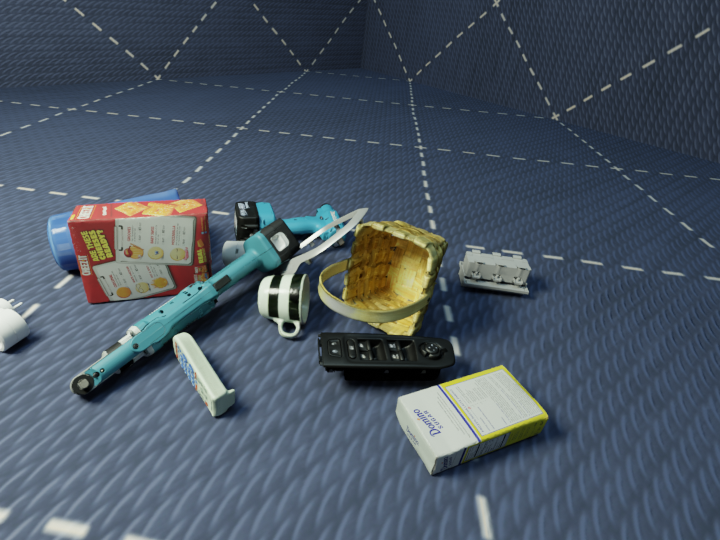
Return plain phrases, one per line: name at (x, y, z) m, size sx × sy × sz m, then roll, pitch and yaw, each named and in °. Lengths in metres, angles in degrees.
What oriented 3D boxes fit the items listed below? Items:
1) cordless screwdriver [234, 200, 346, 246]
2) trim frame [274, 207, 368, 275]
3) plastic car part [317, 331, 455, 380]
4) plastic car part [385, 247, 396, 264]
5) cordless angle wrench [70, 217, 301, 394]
cordless screwdriver at (-0.165, -0.118, 0.978) m, size 0.243 × 0.073 × 0.166 m, roll 0°, pitch 33°, yaw -14°
trim frame at (-0.078, -0.051, 0.799) m, size 0.182 × 0.027 × 0.257 m, roll -43°, pitch 17°, yaw -31°
plastic car part at (0.039, 0.134, 0.622) m, size 0.202 × 0.065 × 0.068 m, roll -2°, pitch 26°, yaw -3°
plastic car part at (0.048, -0.016, 0.866) m, size 0.073 × 0.065 × 0.115 m, roll 32°, pitch 43°, yaw 13°
cordless angle wrench at (-0.268, 0.049, 0.694) m, size 0.101 × 0.073 × 0.416 m, roll -23°, pitch 16°, yaw 49°
